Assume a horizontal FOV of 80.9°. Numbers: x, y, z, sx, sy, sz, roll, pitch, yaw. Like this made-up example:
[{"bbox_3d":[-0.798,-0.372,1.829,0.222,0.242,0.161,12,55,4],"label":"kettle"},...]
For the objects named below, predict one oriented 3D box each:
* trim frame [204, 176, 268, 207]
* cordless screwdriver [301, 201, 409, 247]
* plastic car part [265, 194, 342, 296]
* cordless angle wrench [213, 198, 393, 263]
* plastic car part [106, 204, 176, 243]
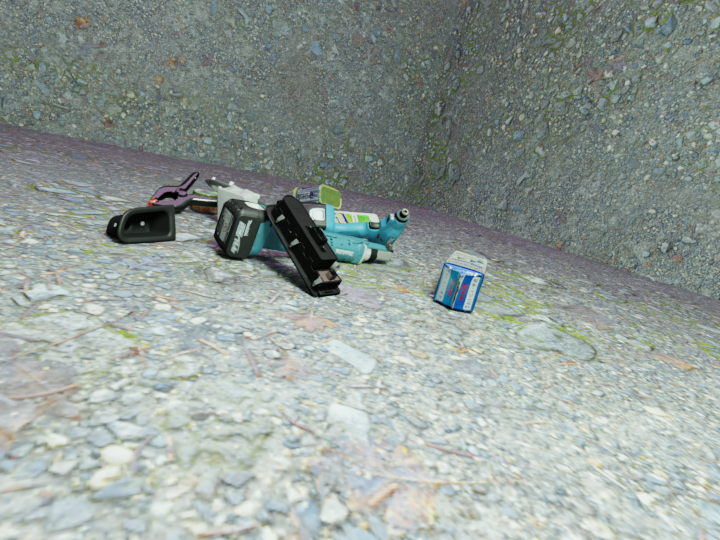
[{"bbox_3d":[-0.311,-0.192,1.149,0.194,0.027,0.235,16,-8,35],"label":"trim frame"},{"bbox_3d":[-0.022,-0.105,0.955,0.243,0.076,0.159,6,-25,-14],"label":"cordless screwdriver"},{"bbox_3d":[-0.094,-0.053,0.701,0.063,0.067,0.212,-8,51,-43],"label":"plastic car part"},{"bbox_3d":[-0.085,-0.056,0.868,0.401,0.097,0.079,8,21,-39],"label":"cordless angle wrench"},{"bbox_3d":[-0.391,-0.080,0.740,0.074,0.065,0.112,3,10,29],"label":"plastic car part"}]
